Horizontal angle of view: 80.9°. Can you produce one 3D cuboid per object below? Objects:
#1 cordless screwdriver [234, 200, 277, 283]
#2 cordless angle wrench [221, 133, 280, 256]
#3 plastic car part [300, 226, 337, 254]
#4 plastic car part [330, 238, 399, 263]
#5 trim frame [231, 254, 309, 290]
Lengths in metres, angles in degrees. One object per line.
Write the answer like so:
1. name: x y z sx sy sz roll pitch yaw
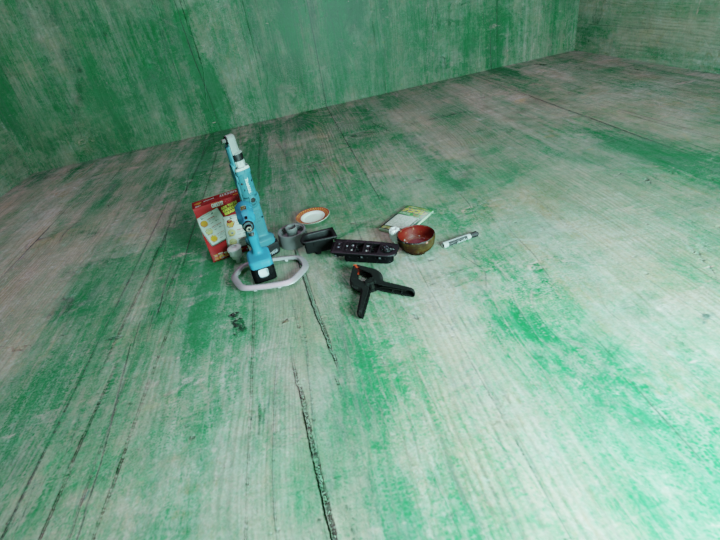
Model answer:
1. cordless screwdriver: -0.311 -0.071 1.252 0.073 0.240 0.167 -17 33 -11
2. cordless angle wrench: -0.354 -0.228 1.342 0.096 0.407 0.079 -29 37 -27
3. plastic car part: -0.134 -0.088 1.370 0.116 0.068 0.069 -16 33 -6
4. plastic car part: 0.016 -0.052 1.272 0.209 0.064 0.067 1 35 19
5. trim frame: -0.283 0.005 1.323 0.250 0.026 0.190 -10 34 4
